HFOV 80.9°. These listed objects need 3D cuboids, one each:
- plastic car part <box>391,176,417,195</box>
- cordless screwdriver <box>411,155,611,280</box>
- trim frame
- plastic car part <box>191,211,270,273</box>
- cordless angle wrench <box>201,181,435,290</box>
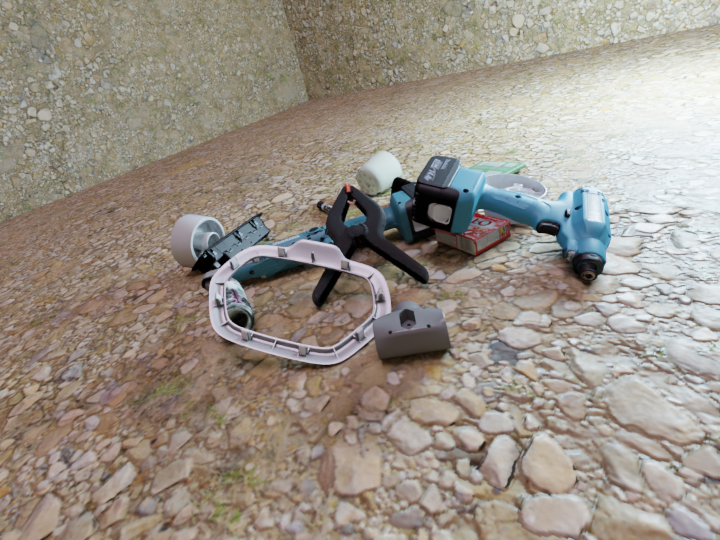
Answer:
[{"bbox_3d":[0.110,-0.153,0.839,0.070,0.064,0.120,-3,22,-10],"label":"plastic car part"},{"bbox_3d":[0.195,-0.073,0.571,0.257,0.072,0.159,15,47,17],"label":"cordless screwdriver"},{"bbox_3d":[-0.084,0.030,0.556,0.256,0.026,0.186,10,47,16],"label":"trim frame"},{"bbox_3d":[-0.235,-0.053,0.822,0.066,0.067,0.203,-52,5,38],"label":"plastic car part"},{"bbox_3d":[-0.071,-0.046,0.727,0.423,0.072,0.101,-19,26,1],"label":"cordless angle wrench"}]
